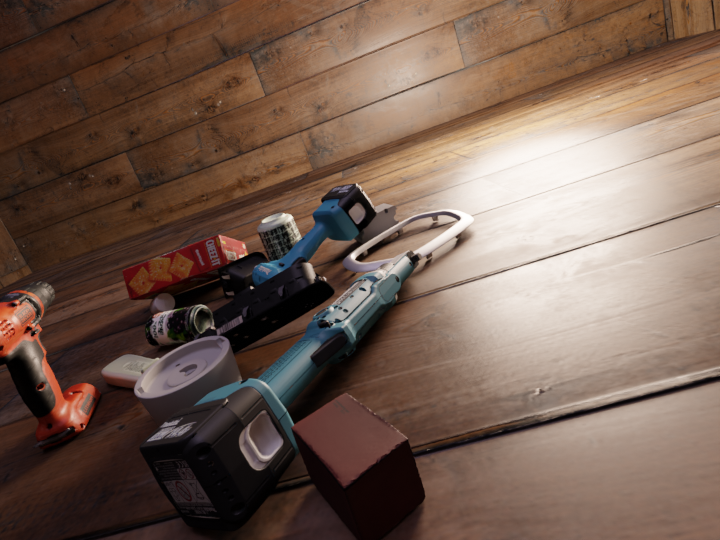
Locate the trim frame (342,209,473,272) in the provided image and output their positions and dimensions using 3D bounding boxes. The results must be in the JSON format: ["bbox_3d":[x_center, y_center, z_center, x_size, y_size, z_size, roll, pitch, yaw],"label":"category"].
[{"bbox_3d":[0.081,-0.053,0.731,0.243,0.027,0.193,-35,25,-29],"label":"trim frame"}]

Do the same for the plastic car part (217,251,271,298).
[{"bbox_3d":[-0.205,0.008,0.818,0.075,0.064,0.113,19,37,40],"label":"plastic car part"}]

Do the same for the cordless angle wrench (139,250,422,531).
[{"bbox_3d":[-0.028,0.068,0.458,0.101,0.074,0.415,-26,9,37],"label":"cordless angle wrench"}]

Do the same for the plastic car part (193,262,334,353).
[{"bbox_3d":[-0.124,0.049,0.534,0.207,0.062,0.070,-26,57,19],"label":"plastic car part"}]

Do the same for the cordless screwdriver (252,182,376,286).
[{"bbox_3d":[-0.072,-0.047,0.737,0.247,0.071,0.167,-46,27,-17],"label":"cordless screwdriver"}]
